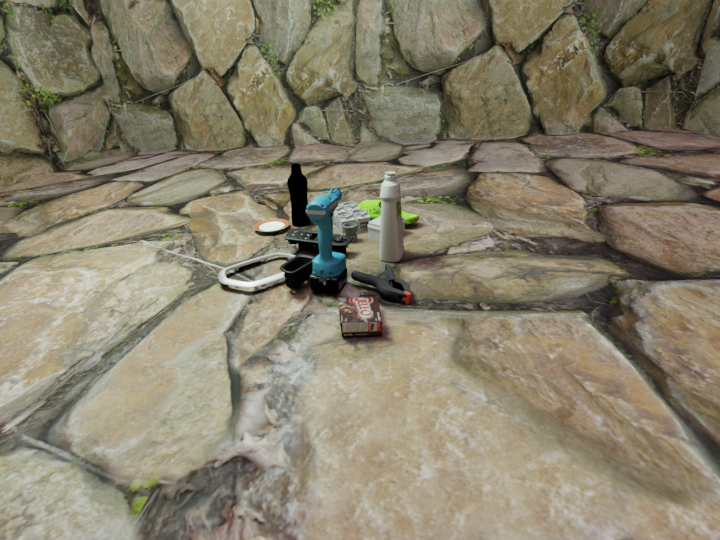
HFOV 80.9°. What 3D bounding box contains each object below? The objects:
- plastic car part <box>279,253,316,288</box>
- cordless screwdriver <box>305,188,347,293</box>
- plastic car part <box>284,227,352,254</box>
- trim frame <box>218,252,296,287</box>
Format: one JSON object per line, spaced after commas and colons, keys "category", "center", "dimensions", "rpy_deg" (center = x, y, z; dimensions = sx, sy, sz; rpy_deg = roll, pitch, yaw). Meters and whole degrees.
{"category": "plastic car part", "center": [-0.163, 0.009, 1.096], "dimensions": [0.069, 0.069, 0.114], "rpy_deg": [10, 29, 27]}
{"category": "cordless screwdriver", "center": [-0.077, -0.078, 1.061], "dimensions": [0.077, 0.242, 0.158], "rpy_deg": [5, 26, 17]}
{"category": "plastic car part", "center": [-0.125, -0.082, 1.278], "dimensions": [0.209, 0.065, 0.066], "rpy_deg": [4, 26, 17]}
{"category": "trim frame", "center": [-0.276, -0.002, 1.185], "dimensions": [0.241, 0.027, 0.195], "rpy_deg": [-23, 31, -32]}
